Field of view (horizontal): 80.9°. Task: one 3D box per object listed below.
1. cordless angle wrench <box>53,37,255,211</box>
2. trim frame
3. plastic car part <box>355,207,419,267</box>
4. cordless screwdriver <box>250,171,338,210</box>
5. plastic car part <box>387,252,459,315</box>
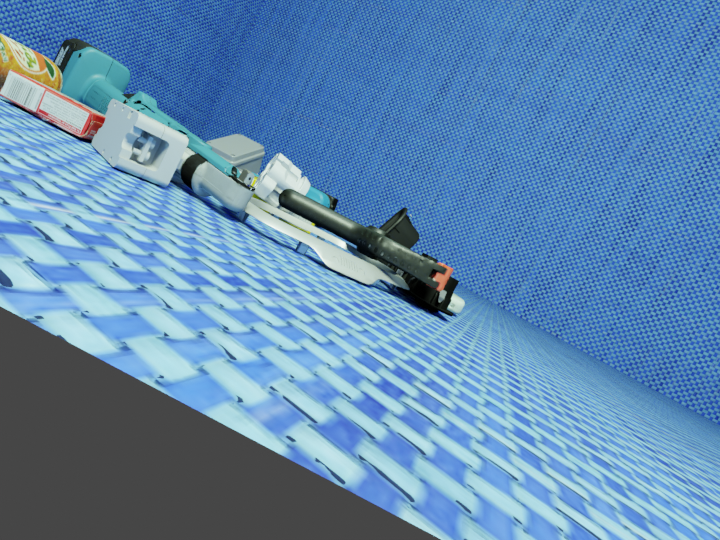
[{"bbox_3d":[-0.264,-0.176,0.511,0.445,0.098,0.070,36,9,31],"label":"cordless angle wrench"},{"bbox_3d":[-0.049,-0.032,0.503,0.237,0.027,0.193,27,5,-30],"label":"trim frame"},{"bbox_3d":[0.054,-0.043,0.712,0.070,0.117,0.067,51,2,-11],"label":"plastic car part"},{"bbox_3d":[-0.145,-0.152,0.878,0.163,0.074,0.244,29,10,9],"label":"cordless screwdriver"},{"bbox_3d":[0.086,0.013,0.579,0.065,0.067,0.206,34,7,-10],"label":"plastic car part"}]
